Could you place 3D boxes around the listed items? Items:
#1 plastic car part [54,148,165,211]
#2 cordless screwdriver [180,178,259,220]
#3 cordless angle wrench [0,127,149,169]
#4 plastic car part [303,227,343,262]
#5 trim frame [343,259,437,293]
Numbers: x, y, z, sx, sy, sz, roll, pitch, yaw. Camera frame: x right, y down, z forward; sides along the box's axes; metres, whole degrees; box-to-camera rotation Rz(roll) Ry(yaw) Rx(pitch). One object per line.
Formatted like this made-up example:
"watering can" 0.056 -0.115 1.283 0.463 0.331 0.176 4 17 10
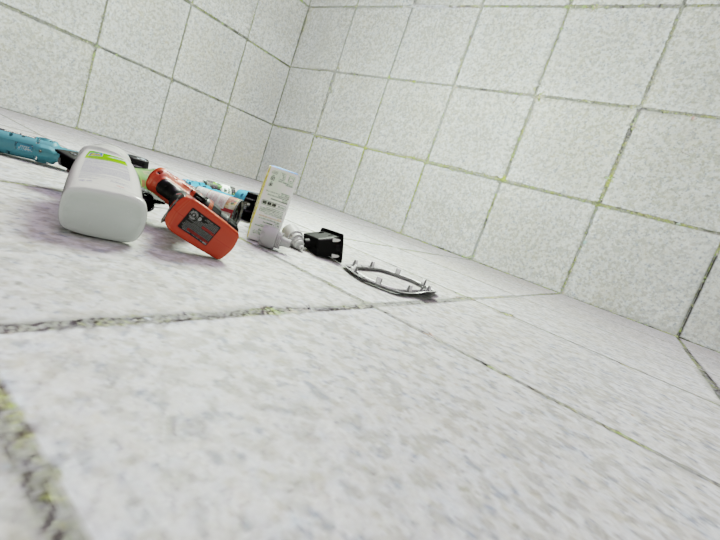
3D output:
"plastic car part" -0.435 -0.144 0.728 0.207 0.067 0.065 25 2 11
"cordless screwdriver" -0.367 -0.200 1.178 0.254 0.074 0.157 16 9 10
"cordless angle wrench" -0.700 -0.266 0.937 0.404 0.074 0.103 10 12 -30
"plastic car part" -0.094 -0.062 0.964 0.068 0.065 0.123 -4 16 -31
"trim frame" 0.070 0.016 0.909 0.194 0.027 0.236 26 10 33
